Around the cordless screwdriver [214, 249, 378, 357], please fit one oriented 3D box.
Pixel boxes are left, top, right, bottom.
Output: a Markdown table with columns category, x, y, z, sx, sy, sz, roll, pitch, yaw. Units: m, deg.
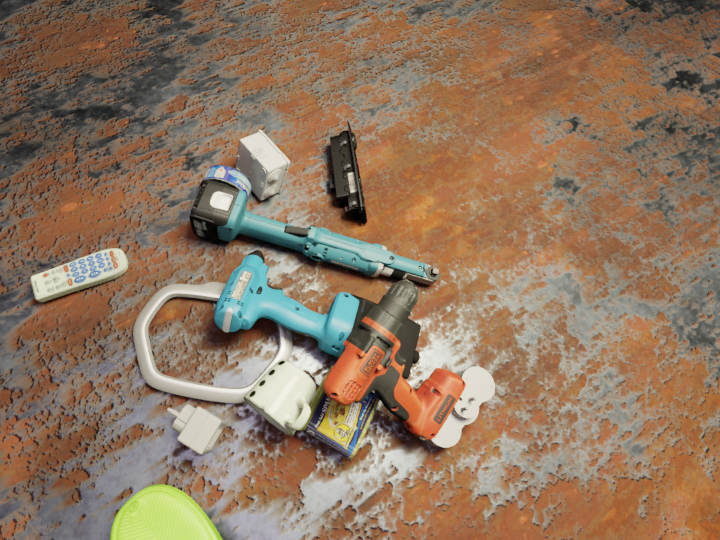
| category | x | y | z | sx | sy | sz | roll | pitch | yaw |
| --- | --- | --- | --- | --- | --- | --- | --- | --- | --- |
| cordless screwdriver | -0.087 | 0.052 | 0.661 | 0.248 | 0.073 | 0.162 | 17 | 39 | -3 |

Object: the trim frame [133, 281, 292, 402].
| category | x | y | z | sx | sy | sz | roll | pitch | yaw |
| --- | --- | --- | --- | --- | --- | --- | --- | --- | --- |
| trim frame | -0.229 | 0.105 | 0.661 | 0.248 | 0.027 | 0.187 | 8 | 66 | 0 |

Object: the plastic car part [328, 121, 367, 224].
| category | x | y | z | sx | sy | sz | roll | pitch | yaw |
| --- | --- | --- | --- | --- | --- | --- | --- | --- | --- |
| plastic car part | -0.026 | -0.185 | 0.798 | 0.069 | 0.063 | 0.208 | -10 | 66 | 15 |

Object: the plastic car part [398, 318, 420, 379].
| category | x | y | z | sx | sy | sz | roll | pitch | yaw |
| --- | --- | --- | --- | --- | --- | --- | --- | --- | --- |
| plastic car part | 0.060 | 0.120 | 0.669 | 0.069 | 0.067 | 0.118 | 20 | 68 | -15 |

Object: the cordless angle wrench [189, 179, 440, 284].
| category | x | y | z | sx | sy | sz | roll | pitch | yaw |
| --- | --- | --- | --- | --- | --- | --- | --- | --- | --- |
| cordless angle wrench | -0.070 | -0.046 | 0.718 | 0.421 | 0.097 | 0.075 | 17 | 66 | -3 |
